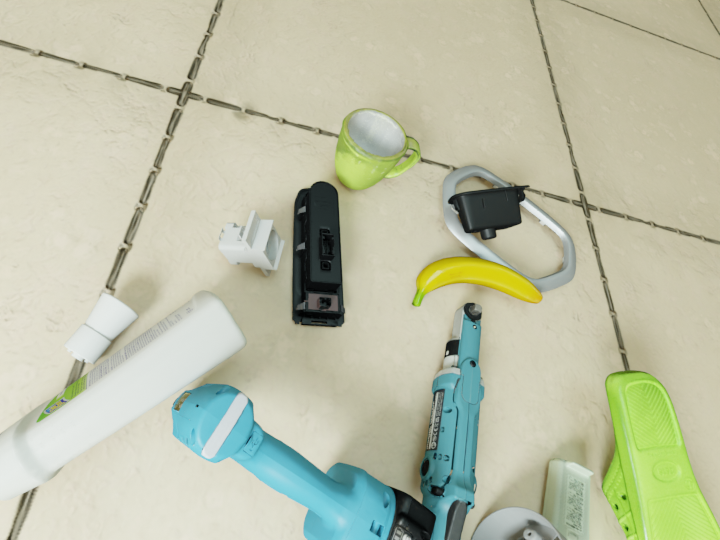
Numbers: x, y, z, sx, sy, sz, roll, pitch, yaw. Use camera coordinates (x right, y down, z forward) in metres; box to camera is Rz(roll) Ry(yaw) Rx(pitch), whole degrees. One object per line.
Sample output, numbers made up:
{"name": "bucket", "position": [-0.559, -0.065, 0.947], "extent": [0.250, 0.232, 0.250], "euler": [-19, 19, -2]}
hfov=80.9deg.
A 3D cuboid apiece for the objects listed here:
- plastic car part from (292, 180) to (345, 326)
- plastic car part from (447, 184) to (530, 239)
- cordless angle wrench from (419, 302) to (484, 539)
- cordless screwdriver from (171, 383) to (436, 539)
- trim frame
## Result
{"name": "plastic car part", "position": [-0.053, -0.035, 0.542], "extent": [0.065, 0.066, 0.209], "euler": [1, 60, -11]}
{"name": "plastic car part", "position": [0.186, -0.081, 0.618], "extent": [0.113, 0.067, 0.072], "euler": [-11, 82, -20]}
{"name": "cordless angle wrench", "position": [0.092, 0.216, 0.438], "extent": [0.073, 0.098, 0.428], "euler": [23, 54, -8]}
{"name": "cordless screwdriver", "position": [-0.065, 0.187, 0.387], "extent": [0.243, 0.163, 0.074], "euler": [41, 60, -14]}
{"name": "trim frame", "position": [0.233, -0.070, 0.668], "extent": [0.252, 0.027, 0.183], "euler": [37, 59, 7]}
